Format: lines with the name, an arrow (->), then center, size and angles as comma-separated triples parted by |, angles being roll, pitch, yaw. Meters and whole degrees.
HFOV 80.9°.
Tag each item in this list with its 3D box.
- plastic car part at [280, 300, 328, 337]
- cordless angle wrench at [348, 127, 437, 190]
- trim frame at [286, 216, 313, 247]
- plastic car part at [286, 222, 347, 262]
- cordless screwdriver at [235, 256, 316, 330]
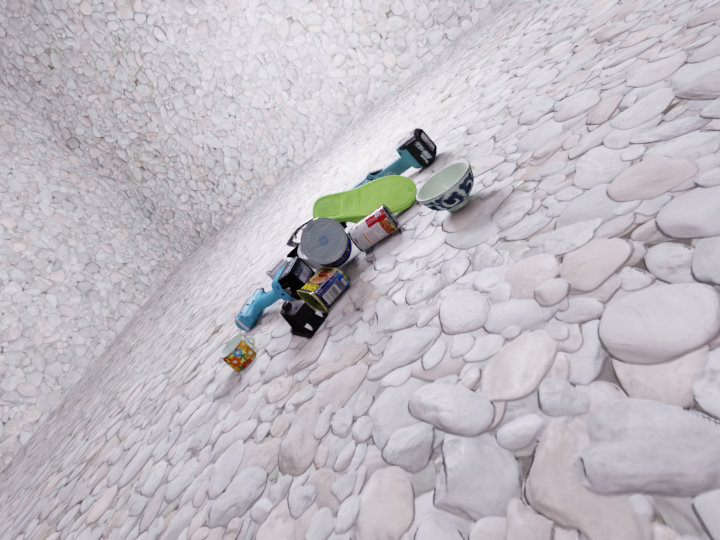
plastic car part -> -0.135, 0.095, 0.901 | 0.121, 0.068, 0.065 | -4, 41, 54
cordless angle wrench -> 0.032, -0.258, 1.267 | 0.433, 0.095, 0.075 | -31, 22, 36
trim frame -> -0.103, -0.134, 1.210 | 0.246, 0.028, 0.182 | -33, -8, -10
plastic car part -> -0.117, -0.077, 1.200 | 0.206, 0.069, 0.063 | -31, -16, 18
cordless screwdriver -> -0.228, 0.052, 1.134 | 0.253, 0.072, 0.161 | -34, 22, 29
